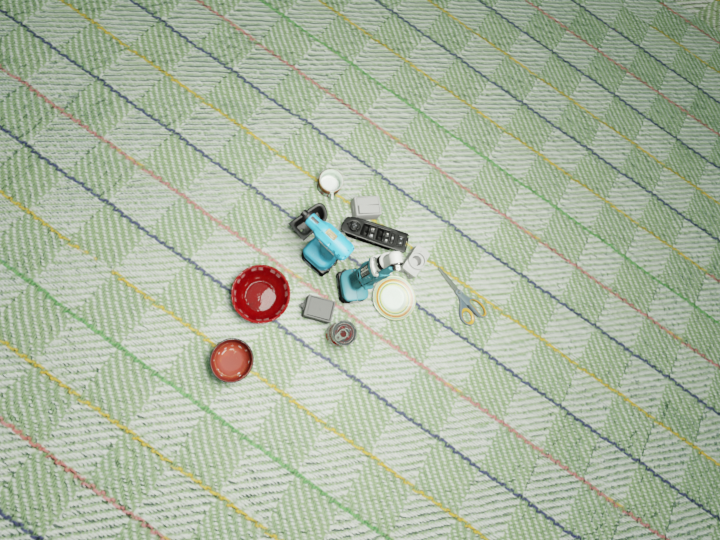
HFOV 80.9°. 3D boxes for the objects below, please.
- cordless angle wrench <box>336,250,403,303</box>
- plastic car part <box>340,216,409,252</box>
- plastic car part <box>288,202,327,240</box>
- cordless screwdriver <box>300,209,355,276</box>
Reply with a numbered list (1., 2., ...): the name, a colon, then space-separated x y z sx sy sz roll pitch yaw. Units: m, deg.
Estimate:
1. cordless angle wrench: 0.020 0.010 1.048 0.073 0.425 0.099 -5 80 -16
2. plastic car part: 0.038 -0.107 1.268 0.201 0.067 0.067 19 74 -5
3. plastic car part: -0.149 -0.140 1.242 0.115 0.071 0.066 -40 89 -17
4. cordless screwdriver: -0.111 -0.073 1.138 0.159 0.250 0.074 44 72 -1
